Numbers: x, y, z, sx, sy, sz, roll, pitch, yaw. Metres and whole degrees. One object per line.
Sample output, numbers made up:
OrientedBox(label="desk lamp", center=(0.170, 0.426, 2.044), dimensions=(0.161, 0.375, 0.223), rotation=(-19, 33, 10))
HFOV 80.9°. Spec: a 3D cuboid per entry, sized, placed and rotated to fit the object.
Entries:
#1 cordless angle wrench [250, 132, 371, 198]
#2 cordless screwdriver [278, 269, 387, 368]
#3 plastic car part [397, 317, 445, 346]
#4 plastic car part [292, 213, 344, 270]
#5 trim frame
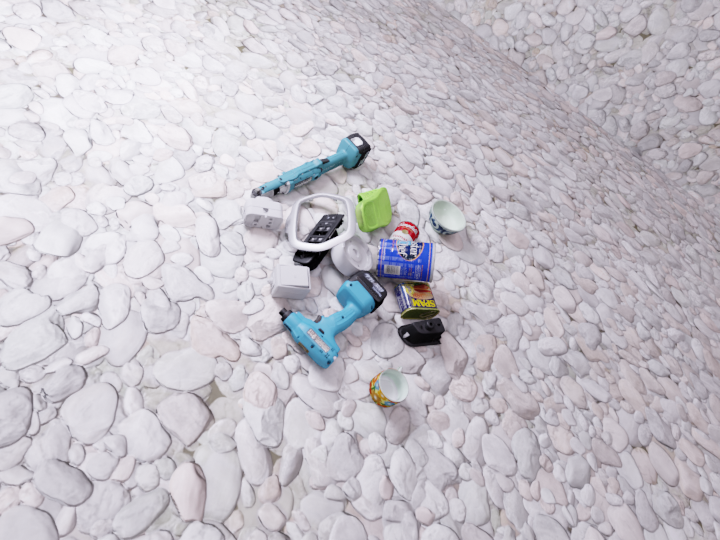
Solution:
OrientedBox(label="cordless angle wrench", center=(-0.140, -0.285, 1.203), dimensions=(0.414, 0.098, 0.076), rotation=(-35, 79, -35))
OrientedBox(label="cordless screwdriver", center=(-0.061, 0.088, 0.975), dimensions=(0.162, 0.074, 0.245), rotation=(42, 53, 7))
OrientedBox(label="plastic car part", center=(0.160, 0.146, 1.040), dimensions=(0.112, 0.071, 0.068), rotation=(-1, 58, -31))
OrientedBox(label="plastic car part", center=(-0.105, -0.069, 1.074), dimensions=(0.069, 0.064, 0.202), rotation=(8, 41, 24))
OrientedBox(label="trim frame", center=(-0.104, -0.128, 1.080), dimensions=(0.185, 0.026, 0.257), rotation=(-7, 44, 2))
